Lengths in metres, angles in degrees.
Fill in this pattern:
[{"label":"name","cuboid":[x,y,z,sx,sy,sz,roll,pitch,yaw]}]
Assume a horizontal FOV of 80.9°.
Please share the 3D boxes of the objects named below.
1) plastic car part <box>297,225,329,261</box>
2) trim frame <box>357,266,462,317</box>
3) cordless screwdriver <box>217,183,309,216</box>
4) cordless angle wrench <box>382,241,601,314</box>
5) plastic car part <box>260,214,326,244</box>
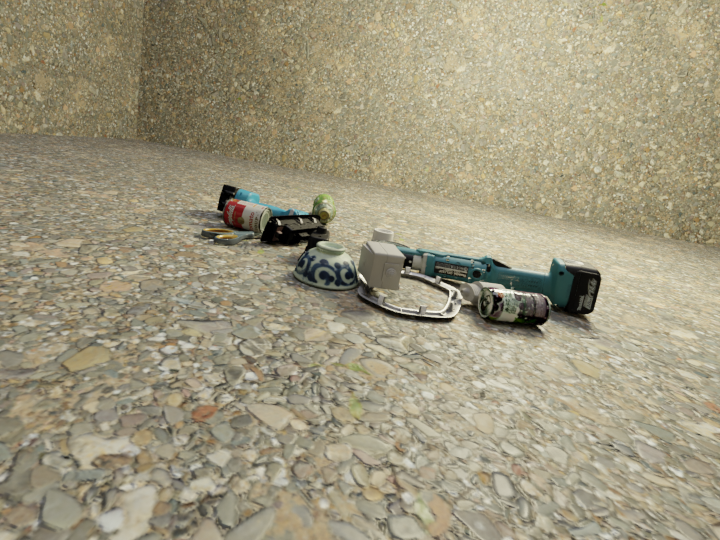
[{"label":"plastic car part","cuboid":[-0.087,-0.057,0.890,0.066,0.070,0.118,11,19,-2]},{"label":"trim frame","cuboid":[0.089,0.033,0.769,0.191,0.027,0.243,14,19,17]},{"label":"cordless screwdriver","cuboid":[-0.249,-0.161,1.140,0.257,0.074,0.155,18,6,16]},{"label":"cordless angle wrench","cuboid":[0.242,0.000,0.876,0.436,0.097,0.073,10,15,16]},{"label":"plastic car part","cuboid":[-0.144,-0.096,1.004,0.070,0.066,0.196,28,22,21]}]
